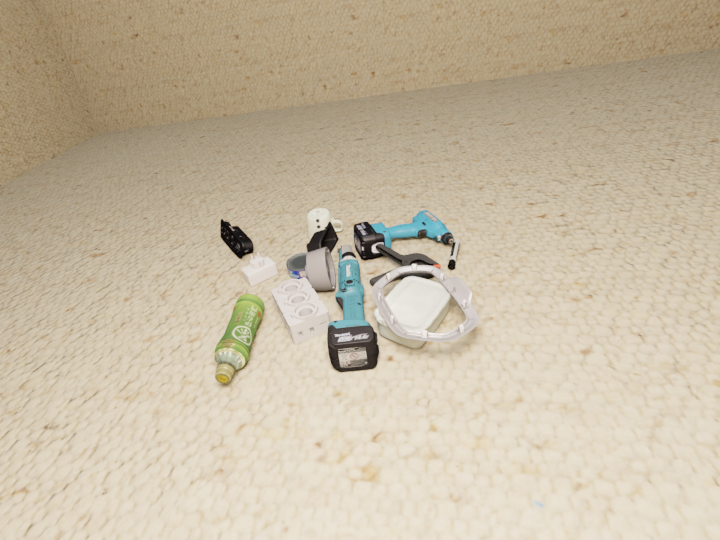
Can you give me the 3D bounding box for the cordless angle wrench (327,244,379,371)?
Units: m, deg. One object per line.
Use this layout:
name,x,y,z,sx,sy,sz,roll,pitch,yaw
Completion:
cordless angle wrench,-0.024,0.050,0.981,0.098,0.072,0.435,-9,32,2

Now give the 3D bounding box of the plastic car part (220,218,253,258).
plastic car part,-0.381,-0.095,1.308,0.064,0.065,0.214,2,23,-32

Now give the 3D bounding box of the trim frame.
trim frame,0.126,0.056,0.854,0.182,0.026,0.260,-15,33,-8

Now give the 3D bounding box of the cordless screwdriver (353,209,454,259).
cordless screwdriver,0.114,-0.091,1.142,0.245,0.072,0.167,-15,34,-13

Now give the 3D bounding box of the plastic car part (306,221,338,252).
plastic car part,-0.118,-0.077,1.206,0.074,0.063,0.117,-9,34,30
